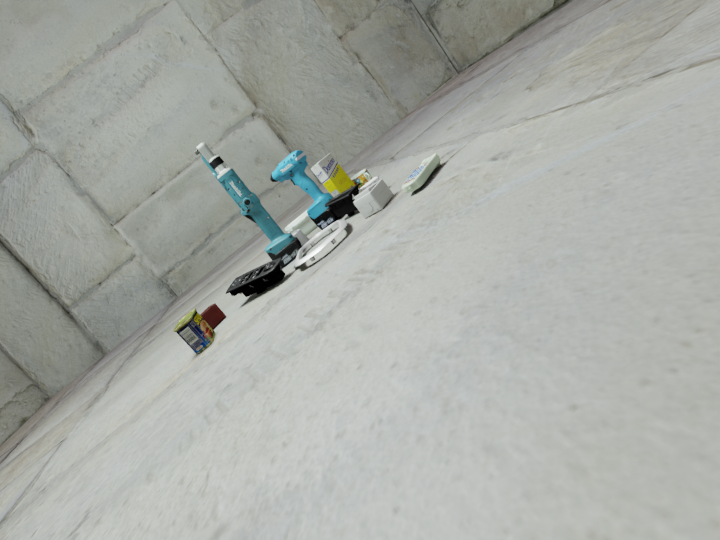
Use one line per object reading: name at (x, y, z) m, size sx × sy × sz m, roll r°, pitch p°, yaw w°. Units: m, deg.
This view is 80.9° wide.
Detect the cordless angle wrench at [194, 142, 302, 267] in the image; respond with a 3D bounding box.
cordless angle wrench at (-0.328, -0.197, 1.231) m, size 0.098 × 0.415 × 0.076 m, roll -38°, pitch 10°, yaw -1°

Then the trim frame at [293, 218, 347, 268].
trim frame at (-0.109, -0.071, 1.111) m, size 0.184 × 0.027 × 0.254 m, roll -37°, pitch 16°, yaw 3°

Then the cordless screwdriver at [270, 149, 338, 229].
cordless screwdriver at (-0.172, -0.242, 1.328) m, size 0.164 × 0.244 × 0.074 m, roll -26°, pitch 15°, yaw 44°

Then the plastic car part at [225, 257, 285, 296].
plastic car part at (-0.273, 0.027, 1.125) m, size 0.208 × 0.065 × 0.066 m, roll -27°, pitch 17°, yaw 36°

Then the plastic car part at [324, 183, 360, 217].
plastic car part at (-0.039, -0.188, 1.205) m, size 0.120 × 0.069 × 0.065 m, roll -22°, pitch 20°, yaw 47°
